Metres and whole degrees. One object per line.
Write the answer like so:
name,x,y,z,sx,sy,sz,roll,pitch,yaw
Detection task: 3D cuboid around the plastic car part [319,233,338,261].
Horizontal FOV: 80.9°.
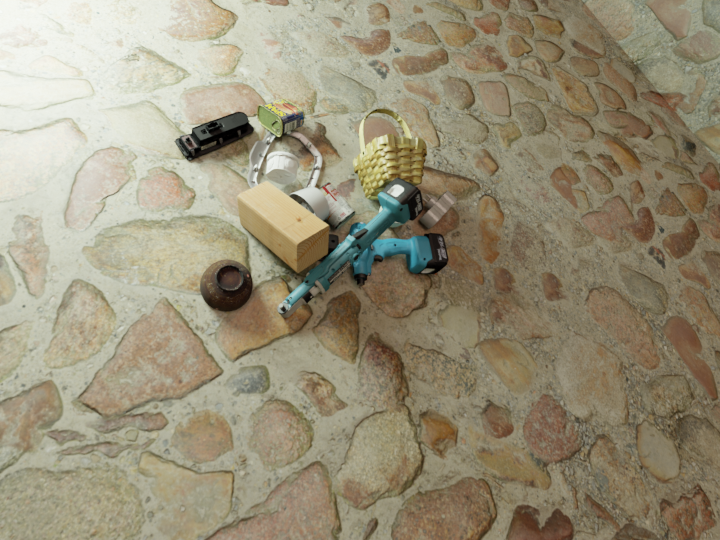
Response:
plastic car part,-0.098,-0.064,1.005,0.113,0.071,0.068,10,63,-21

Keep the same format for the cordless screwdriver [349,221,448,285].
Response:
cordless screwdriver,0.092,-0.030,1.059,0.243,0.074,0.163,6,65,-14

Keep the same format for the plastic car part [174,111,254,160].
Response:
plastic car part,-0.357,-0.348,1.053,0.198,0.067,0.068,-34,76,-33

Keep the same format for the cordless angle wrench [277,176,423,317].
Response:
cordless angle wrench,-0.026,-0.044,0.969,0.420,0.093,0.078,-44,56,-12

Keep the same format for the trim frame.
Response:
trim frame,-0.195,-0.273,1.095,0.181,0.027,0.252,21,62,-9
